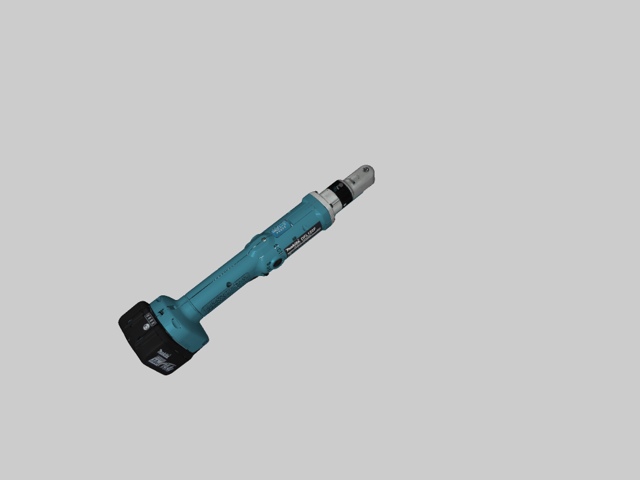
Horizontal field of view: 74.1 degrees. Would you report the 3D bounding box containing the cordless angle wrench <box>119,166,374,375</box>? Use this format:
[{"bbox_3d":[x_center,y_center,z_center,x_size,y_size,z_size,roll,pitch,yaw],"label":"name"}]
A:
[{"bbox_3d":[-0.078,0.019,0.614,0.422,0.074,0.098,-39,-28,-14],"label":"cordless angle wrench"}]
